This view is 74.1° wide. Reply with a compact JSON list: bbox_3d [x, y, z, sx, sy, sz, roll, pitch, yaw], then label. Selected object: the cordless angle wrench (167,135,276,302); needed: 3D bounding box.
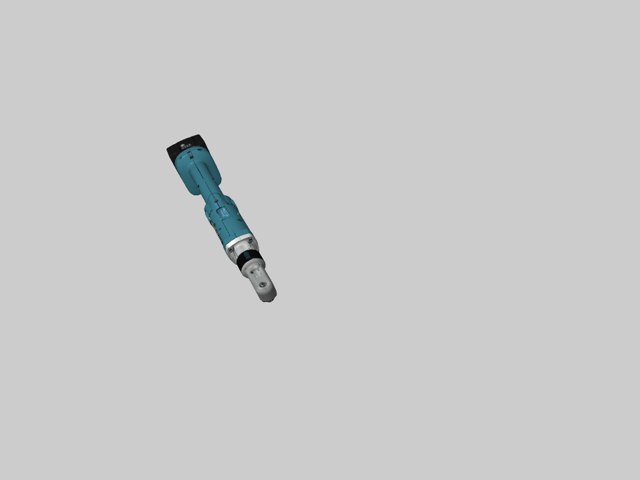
[{"bbox_3d":[-0.173,-0.048,0.746,0.074,0.098,0.422,-28,49,-11],"label":"cordless angle wrench"}]
